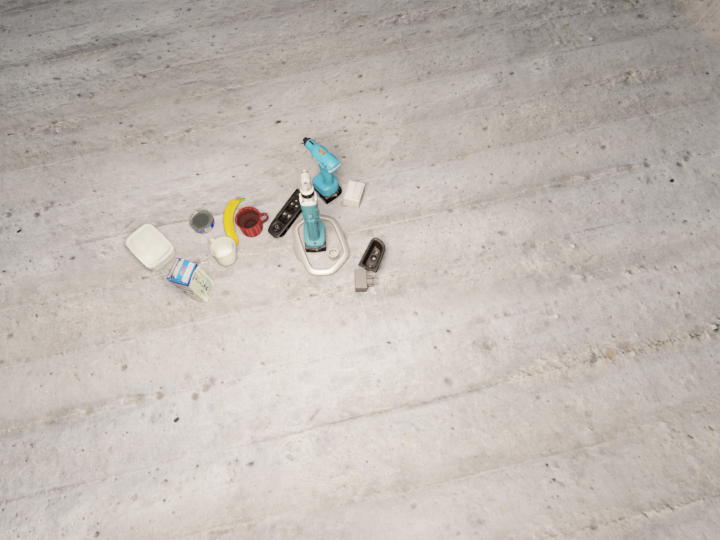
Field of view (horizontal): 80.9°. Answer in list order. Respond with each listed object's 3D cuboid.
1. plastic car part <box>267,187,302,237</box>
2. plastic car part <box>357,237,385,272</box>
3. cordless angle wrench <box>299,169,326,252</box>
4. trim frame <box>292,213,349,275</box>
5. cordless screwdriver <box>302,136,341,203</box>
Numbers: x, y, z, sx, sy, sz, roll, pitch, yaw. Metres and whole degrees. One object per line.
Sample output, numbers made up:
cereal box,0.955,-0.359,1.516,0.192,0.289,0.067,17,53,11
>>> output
plastic car part,-0.258,-0.197,1.517,0.068,0.065,0.202,31,72,13
plastic car part,0.043,-0.045,1.430,0.067,0.069,0.117,22,70,9
cordless angle wrench,-0.153,-0.175,1.312,0.074,0.413,0.100,-4,69,-3
trim frame,-0.145,-0.095,1.487,0.183,0.027,0.257,-21,67,-5
cordless screwdriver,-0.137,-0.350,1.479,0.074,0.243,0.165,-38,73,-14
